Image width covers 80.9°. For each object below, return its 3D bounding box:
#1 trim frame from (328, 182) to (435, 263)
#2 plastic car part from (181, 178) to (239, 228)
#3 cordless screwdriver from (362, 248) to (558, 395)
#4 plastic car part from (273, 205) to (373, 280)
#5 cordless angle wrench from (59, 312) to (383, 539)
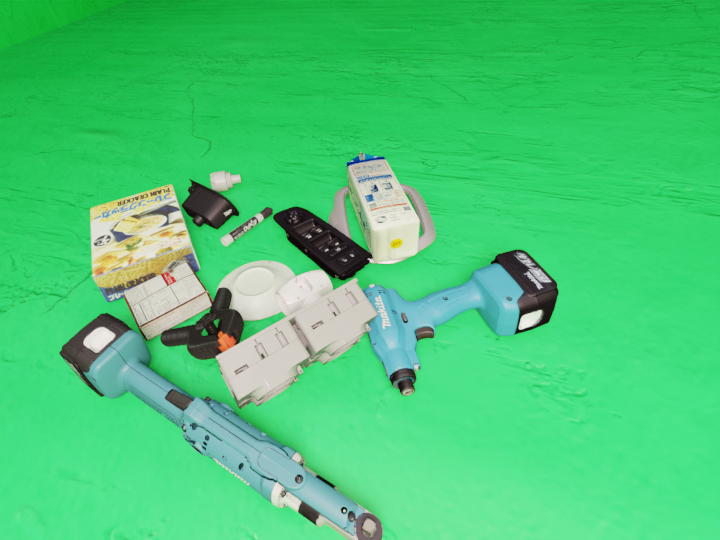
[{"bbox_3d":[0.033,-0.097,0.776,0.184,0.026,0.258,-8,45,-2],"label":"trim frame"},{"bbox_3d":[-0.304,-0.119,0.827,0.122,0.063,0.070,28,68,27],"label":"plastic car part"},{"bbox_3d":[0.133,0.066,0.560,0.248,0.071,0.166,-14,44,-2],"label":"cordless screwdriver"},{"bbox_3d":[-0.069,-0.045,0.703,0.065,0.064,0.214,-36,54,-20],"label":"plastic car part"},{"bbox_3d":[-0.169,0.178,0.480,0.441,0.095,0.074,22,49,22],"label":"cordless angle wrench"}]
